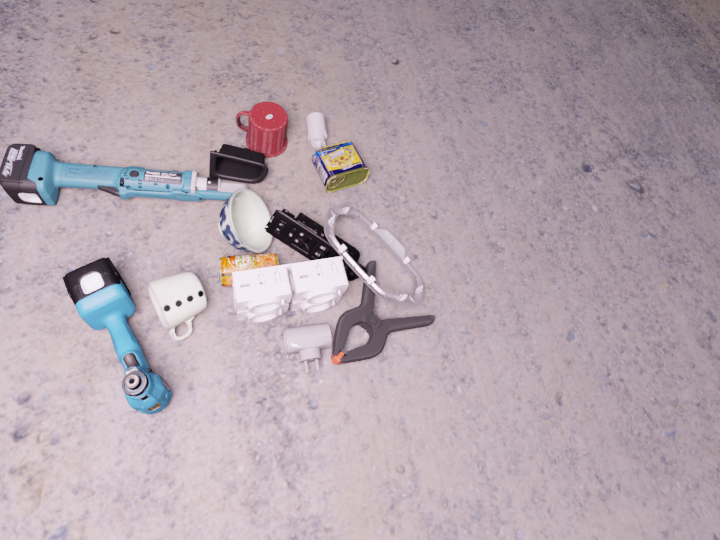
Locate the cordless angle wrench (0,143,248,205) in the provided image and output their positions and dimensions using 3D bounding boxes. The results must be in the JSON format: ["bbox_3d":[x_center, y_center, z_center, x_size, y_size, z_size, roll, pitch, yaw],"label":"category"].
[{"bbox_3d":[-0.426,-0.166,0.801,0.415,0.074,0.100,2,65,-12],"label":"cordless angle wrench"}]

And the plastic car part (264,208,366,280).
[{"bbox_3d":[-0.078,-0.051,0.800,0.201,0.067,0.067,36,37,-5],"label":"plastic car part"}]

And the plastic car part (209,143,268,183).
[{"bbox_3d":[-0.247,-0.226,0.870,0.114,0.065,0.073,7,50,-12],"label":"plastic car part"}]

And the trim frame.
[{"bbox_3d":[0.028,-0.034,0.803,0.255,0.028,0.179,46,33,12],"label":"trim frame"}]

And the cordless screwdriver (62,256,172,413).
[{"bbox_3d":[-0.364,0.093,0.634,0.073,0.157,0.257,-28,72,-24],"label":"cordless screwdriver"}]
